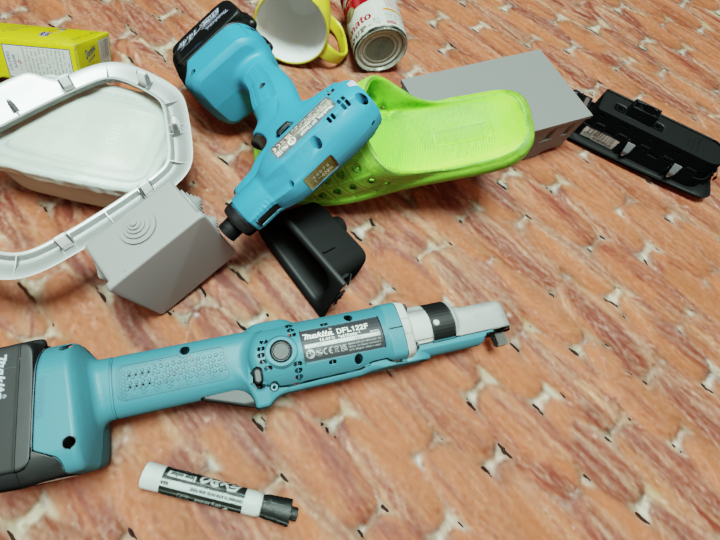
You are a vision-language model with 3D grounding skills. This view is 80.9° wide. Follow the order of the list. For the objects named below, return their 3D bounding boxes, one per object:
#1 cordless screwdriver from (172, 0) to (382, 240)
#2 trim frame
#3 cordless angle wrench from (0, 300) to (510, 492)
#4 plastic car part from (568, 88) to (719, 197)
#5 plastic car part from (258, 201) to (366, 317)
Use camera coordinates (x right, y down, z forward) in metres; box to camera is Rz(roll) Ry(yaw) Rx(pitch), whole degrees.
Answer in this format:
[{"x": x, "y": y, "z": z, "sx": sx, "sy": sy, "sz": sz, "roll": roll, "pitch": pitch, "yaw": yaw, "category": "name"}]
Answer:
[{"x": -0.110, "y": -0.149, "z": 0.404, "sx": 0.159, "sy": 0.070, "sz": 0.262, "roll": -43, "pitch": 56, "yaw": 4, "category": "cordless screwdriver"}, {"x": -0.262, "y": -0.099, "z": 0.363, "sx": 0.246, "sy": 0.027, "sz": 0.189, "roll": -41, "pitch": 75, "yaw": -19, "category": "trim frame"}, {"x": -0.068, "y": 0.074, "z": 0.347, "sx": 0.415, "sy": 0.073, "sz": 0.101, "roll": -10, "pitch": 68, "yaw": -13, "category": "cordless angle wrench"}, {"x": 0.334, "y": -0.162, "z": 0.503, "sx": 0.206, "sy": 0.066, "sz": 0.066, "roll": 34, "pitch": 59, "yaw": 6, "category": "plastic car part"}, {"x": -0.040, "y": -0.026, "z": 0.405, "sx": 0.069, "sy": 0.065, "sz": 0.121, "roll": -25, "pitch": 67, "yaw": -34, "category": "plastic car part"}]
